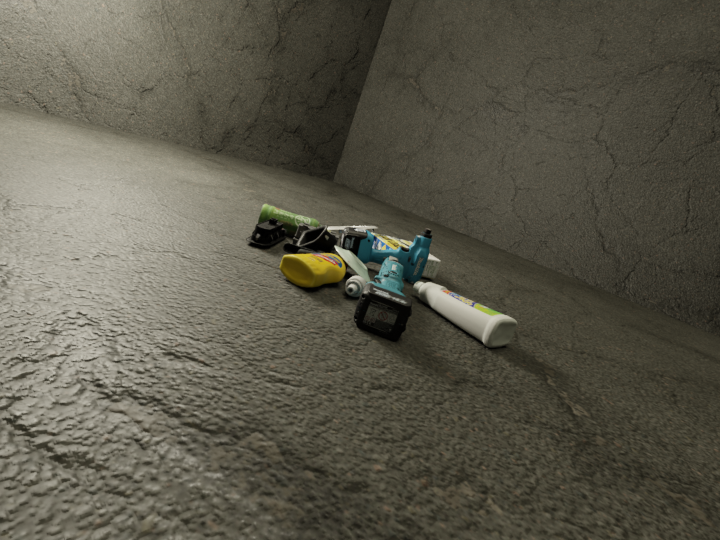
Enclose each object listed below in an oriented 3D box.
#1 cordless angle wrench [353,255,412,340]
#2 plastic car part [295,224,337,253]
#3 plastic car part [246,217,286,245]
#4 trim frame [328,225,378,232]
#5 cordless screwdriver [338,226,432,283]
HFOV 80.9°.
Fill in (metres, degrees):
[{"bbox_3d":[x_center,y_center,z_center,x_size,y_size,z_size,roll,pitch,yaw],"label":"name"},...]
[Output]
[{"bbox_3d":[0.064,0.028,0.947,0.099,0.074,0.422,19,16,2],"label":"cordless angle wrench"},{"bbox_3d":[-0.109,-0.071,1.116,0.121,0.066,0.068,-8,-43,48],"label":"plastic car part"},{"bbox_3d":[-0.245,-0.104,1.135,0.066,0.067,0.203,26,17,-1],"label":"plastic car part"},{"bbox_3d":[-0.060,-0.137,1.418,0.238,0.027,0.192,-3,5,-31],"label":"trim frame"},{"bbox_3d":[0.070,-0.068,1.177,0.246,0.158,0.076,15,15,-5],"label":"cordless screwdriver"}]
